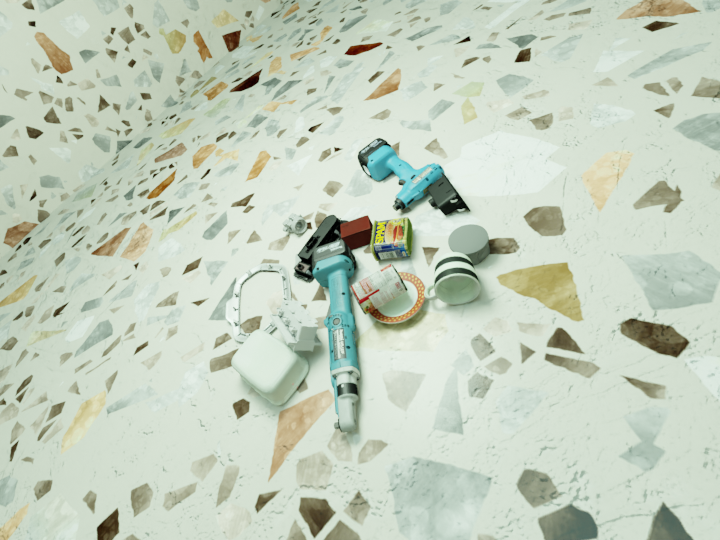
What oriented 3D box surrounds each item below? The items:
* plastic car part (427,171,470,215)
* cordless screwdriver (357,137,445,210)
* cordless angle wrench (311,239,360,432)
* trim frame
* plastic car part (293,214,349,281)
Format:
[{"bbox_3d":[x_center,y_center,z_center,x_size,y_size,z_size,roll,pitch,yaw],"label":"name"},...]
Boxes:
[{"bbox_3d":[0.199,-0.175,1.013,0.071,0.062,0.122,-38,39,15],"label":"plastic car part"},{"bbox_3d":[0.084,-0.258,1.138,0.158,0.070,0.263,-42,48,-8],"label":"cordless screwdriver"},{"bbox_3d":[-0.042,0.119,0.889,0.100,0.070,0.438,-20,48,13],"label":"cordless angle wrench"},{"bbox_3d":[-0.264,0.073,1.085,0.186,0.026,0.259,-24,46,11],"label":"trim frame"},{"bbox_3d":[-0.107,-0.070,1.096,0.070,0.064,0.202,12,57,45],"label":"plastic car part"}]
